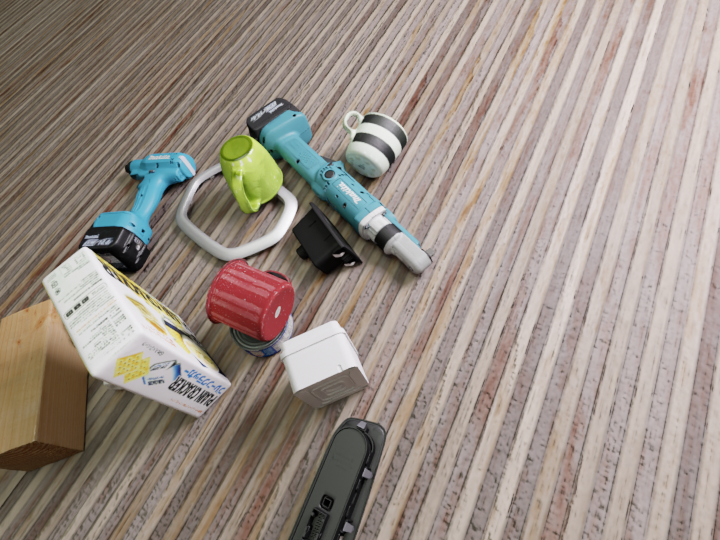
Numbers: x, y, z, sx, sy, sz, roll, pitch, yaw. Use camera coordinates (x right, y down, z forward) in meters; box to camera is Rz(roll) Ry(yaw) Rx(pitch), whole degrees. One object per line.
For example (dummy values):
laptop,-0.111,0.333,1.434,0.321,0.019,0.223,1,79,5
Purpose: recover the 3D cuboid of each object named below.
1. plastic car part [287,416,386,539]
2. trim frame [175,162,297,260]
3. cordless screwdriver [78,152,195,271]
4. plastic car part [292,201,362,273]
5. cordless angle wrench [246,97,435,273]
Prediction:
plastic car part,-0.035,0.252,0.451,0.069,0.064,0.204,12,61,28
trim frame,-0.221,-0.112,0.743,0.262,0.026,0.183,31,73,31
cordless screwdriver,-0.421,-0.120,0.779,0.165,0.071,0.252,2,57,21
plastic car part,-0.062,-0.041,0.639,0.071,0.062,0.123,-43,54,4
cordless angle wrench,-0.044,-0.141,0.686,0.097,0.071,0.444,-38,59,-9
